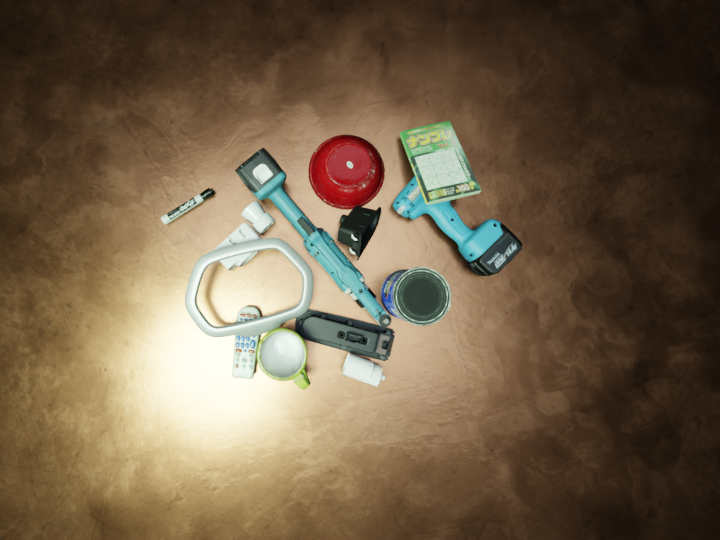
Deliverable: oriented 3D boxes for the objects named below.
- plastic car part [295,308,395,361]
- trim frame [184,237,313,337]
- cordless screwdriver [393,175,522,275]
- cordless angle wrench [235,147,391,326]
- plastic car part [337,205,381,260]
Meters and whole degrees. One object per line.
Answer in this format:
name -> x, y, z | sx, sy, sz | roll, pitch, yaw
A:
plastic car part -> -0.034, 0.128, 0.833 | 0.204, 0.067, 0.066 | 15, 93, 3
trim frame -> -0.212, 0.037, 0.814 | 0.245, 0.028, 0.183 | -15, 94, -9
cordless screwdriver -> 0.207, -0.114, 0.852 | 0.252, 0.073, 0.159 | 41, 85, 7
cordless angle wrench -> -0.082, -0.054, 0.840 | 0.074, 0.098, 0.422 | -40, 91, -5
plastic car part -> -0.009, -0.088, 0.843 | 0.073, 0.064, 0.117 | 18, 46, 11
